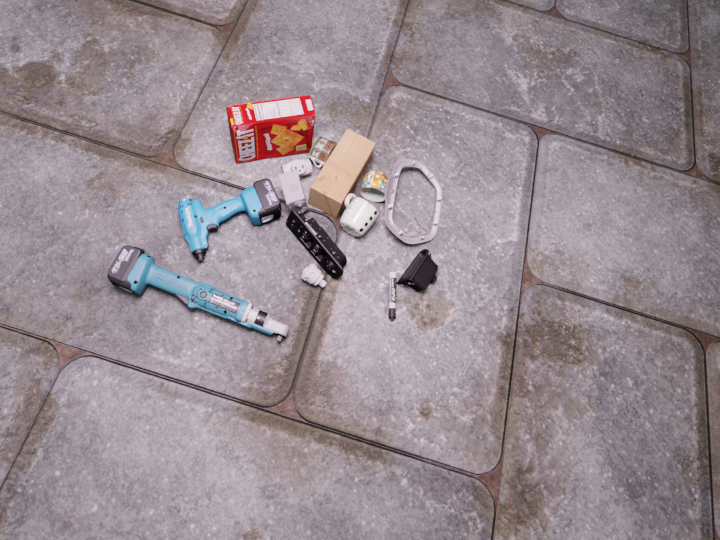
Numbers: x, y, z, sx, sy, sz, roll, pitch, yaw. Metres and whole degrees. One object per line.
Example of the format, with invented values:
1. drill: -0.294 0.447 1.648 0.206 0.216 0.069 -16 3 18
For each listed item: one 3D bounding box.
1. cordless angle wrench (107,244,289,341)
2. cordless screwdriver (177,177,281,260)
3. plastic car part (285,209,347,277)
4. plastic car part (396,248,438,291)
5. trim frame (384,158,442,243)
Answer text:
1. cordless angle wrench: -0.364 0.063 0.980 0.422 0.074 0.099 22 69 -1
2. cordless screwdriver: -0.318 -0.128 1.053 0.246 0.073 0.163 -18 74 -8
3. plastic car part: -0.104 -0.068 1.065 0.065 0.067 0.208 -25 72 -43
4. plastic car part: 0.158 0.007 1.067 0.070 0.067 0.116 45 67 -9
5. trim frame: 0.142 -0.187 1.123 0.178 0.028 0.251 20 69 -18
